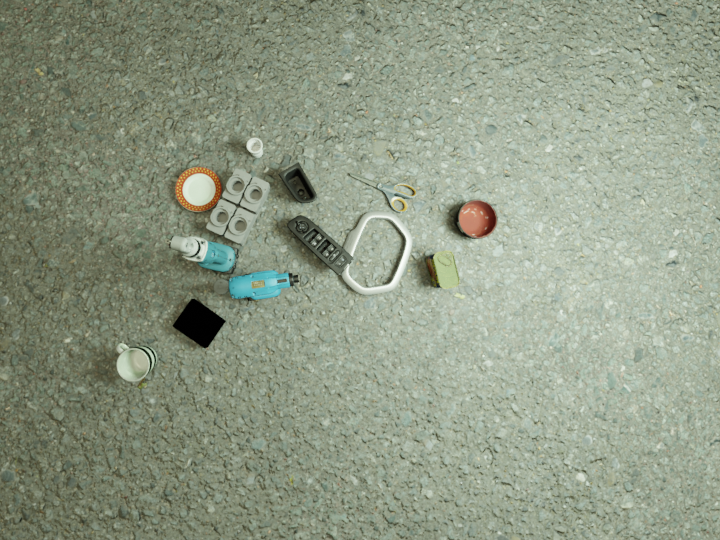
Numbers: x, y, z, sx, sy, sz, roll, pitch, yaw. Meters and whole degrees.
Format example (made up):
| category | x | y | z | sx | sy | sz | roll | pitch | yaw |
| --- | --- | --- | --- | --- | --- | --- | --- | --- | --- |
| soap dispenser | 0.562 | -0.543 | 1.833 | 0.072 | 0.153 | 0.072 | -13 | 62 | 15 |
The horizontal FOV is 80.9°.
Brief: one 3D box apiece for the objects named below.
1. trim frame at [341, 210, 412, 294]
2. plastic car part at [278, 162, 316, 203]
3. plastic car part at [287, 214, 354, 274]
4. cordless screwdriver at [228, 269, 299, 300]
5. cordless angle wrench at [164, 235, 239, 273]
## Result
| category | x | y | z | sx | sy | sz | roll | pitch | yaw |
| --- | --- | --- | --- | --- | --- | --- | --- | --- | --- |
| trim frame | 0.043 | -0.050 | 1.198 | 0.184 | 0.027 | 0.249 | 21 | 84 | 0 |
| plastic car part | -0.171 | -0.231 | 1.187 | 0.066 | 0.071 | 0.117 | -31 | 88 | -7 |
| plastic car part | -0.115 | -0.075 | 1.175 | 0.204 | 0.067 | 0.066 | 42 | 84 | 2 |
| cordless screwdriver | -0.233 | 0.034 | 1.068 | 0.158 | 0.249 | 0.075 | -8 | 89 | -7 |
| cordless angle wrench | -0.362 | -0.041 | 0.983 | 0.097 | 0.424 | 0.074 | 13 | 86 | -7 |
